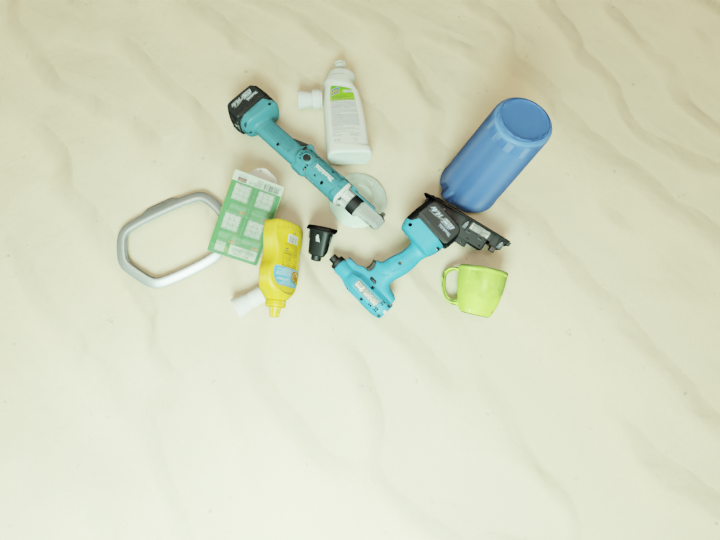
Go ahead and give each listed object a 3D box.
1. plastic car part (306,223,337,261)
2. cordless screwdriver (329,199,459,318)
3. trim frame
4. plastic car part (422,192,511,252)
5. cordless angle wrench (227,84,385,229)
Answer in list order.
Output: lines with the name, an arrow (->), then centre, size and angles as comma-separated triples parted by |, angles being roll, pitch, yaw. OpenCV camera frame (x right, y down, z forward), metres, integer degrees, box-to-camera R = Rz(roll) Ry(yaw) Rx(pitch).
plastic car part -> -0.085, -0.055, 0.866 | 0.066, 0.117, 0.070 | 11, 101, -3
cordless screwdriver -> 0.066, -0.042, 0.859 | 0.249, 0.073, 0.162 | -45, 81, 4
trim frame -> -0.397, -0.070, 0.902 | 0.247, 0.027, 0.188 | -28, 79, -6
plastic car part -> 0.211, -0.096, 0.905 | 0.206, 0.065, 0.067 | 37, 102, 7
cordless angle wrench -> -0.115, -0.234, 0.916 | 0.432, 0.073, 0.097 | 43, 78, 11
